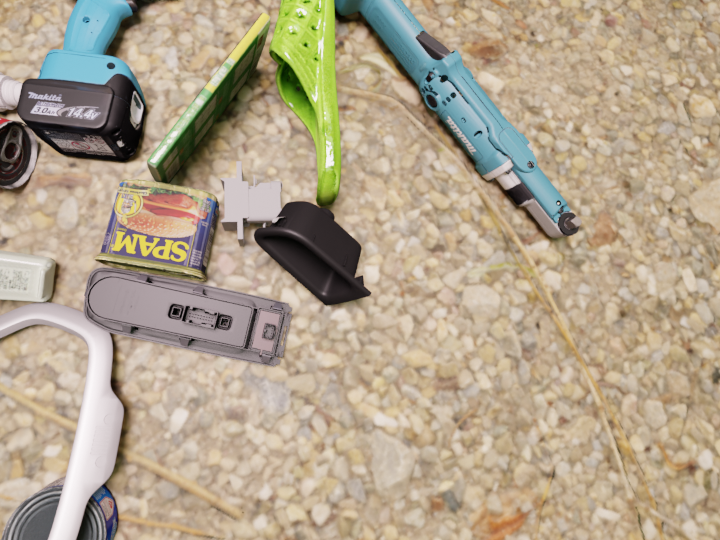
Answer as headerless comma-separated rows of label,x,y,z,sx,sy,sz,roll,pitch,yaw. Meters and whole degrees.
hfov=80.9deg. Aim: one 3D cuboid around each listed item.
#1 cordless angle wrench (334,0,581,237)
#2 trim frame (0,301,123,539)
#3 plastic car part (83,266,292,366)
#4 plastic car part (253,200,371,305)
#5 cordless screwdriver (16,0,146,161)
cordless angle wrench,0.098,-0.205,0.472,0.074,0.098,0.423,-38,90,-12
trim frame,-0.308,0.149,0.371,0.183,0.027,0.255,-1,65,-3
plastic car part,-0.169,0.044,0.405,0.201,0.067,0.066,13,85,-4
plastic car part,-0.041,-0.027,0.422,0.112,0.068,0.071,46,48,-24
cordless screwdriver,-0.255,-0.244,0.448,0.158,0.074,0.252,0,76,-7
